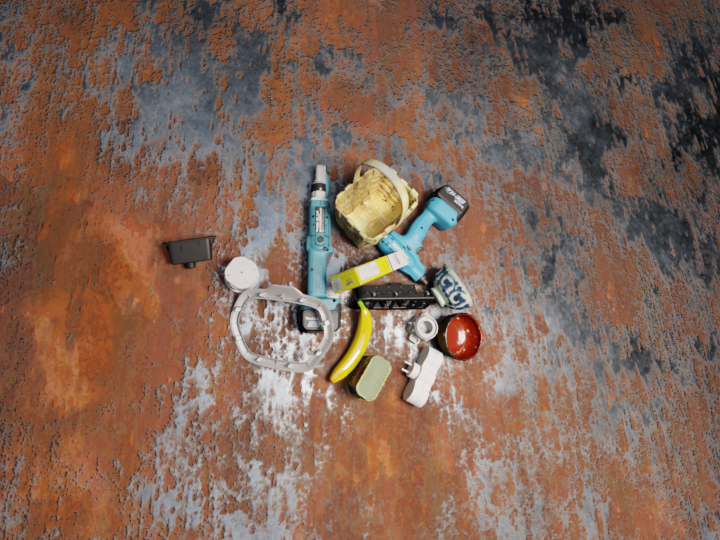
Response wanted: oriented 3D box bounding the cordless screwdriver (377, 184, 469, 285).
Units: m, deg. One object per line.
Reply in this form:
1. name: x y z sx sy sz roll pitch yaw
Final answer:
1. cordless screwdriver: 0.178 -0.091 1.080 0.247 0.074 0.160 -44 88 -14

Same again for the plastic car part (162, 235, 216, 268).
1. plastic car part: -0.387 -0.041 0.973 0.115 0.067 0.071 -12 94 -11

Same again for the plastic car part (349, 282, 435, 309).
1. plastic car part: 0.072 0.062 1.024 0.199 0.066 0.069 -4 68 -12

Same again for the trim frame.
1. trim frame: -0.178 0.125 0.928 0.257 0.026 0.184 7 88 19

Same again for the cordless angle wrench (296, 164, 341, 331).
1. cordless angle wrench: -0.100 -0.066 1.025 0.096 0.074 0.430 2 73 -11
